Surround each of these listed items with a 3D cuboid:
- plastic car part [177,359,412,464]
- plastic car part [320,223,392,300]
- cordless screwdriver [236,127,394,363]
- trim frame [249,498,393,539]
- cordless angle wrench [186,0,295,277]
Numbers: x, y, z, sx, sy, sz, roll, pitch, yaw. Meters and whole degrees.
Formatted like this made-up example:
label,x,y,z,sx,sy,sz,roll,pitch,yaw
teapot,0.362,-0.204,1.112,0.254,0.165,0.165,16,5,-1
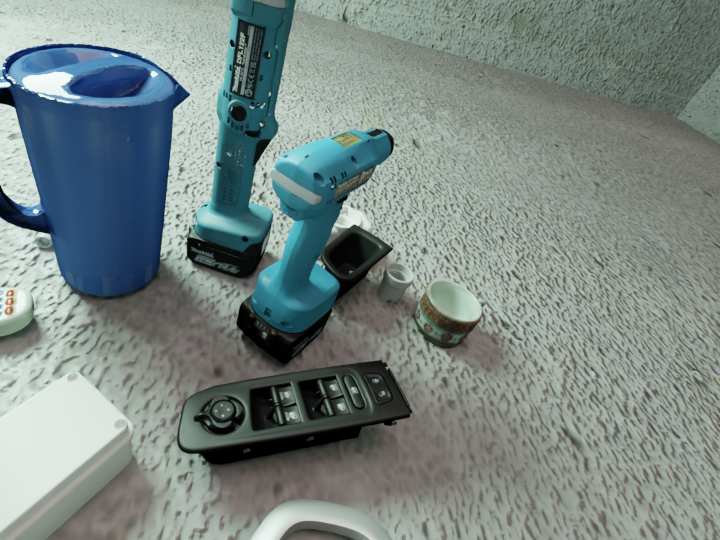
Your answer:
label,x,y,z,sx,sy,sz,roll,pitch,yaw
plastic car part,-0.062,0.131,0.386,0.196,0.066,0.069,0,43,-22
plastic car part,-0.019,-0.002,0.558,0.068,0.070,0.114,32,40,14
cordless screwdriver,-0.043,-0.028,0.440,0.077,0.245,0.156,34,40,14
trim frame,-0.036,0.271,0.260,0.188,0.027,0.247,25,39,9
cordless angle wrench,-0.117,-0.172,0.445,0.098,0.417,0.075,20,38,-4
